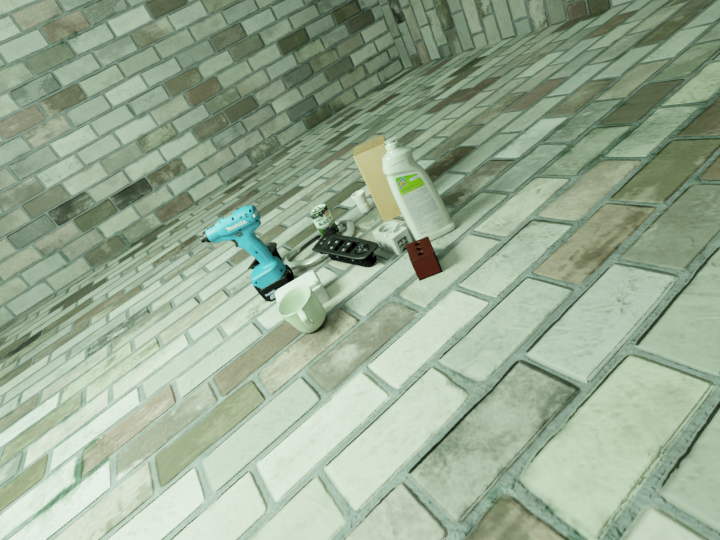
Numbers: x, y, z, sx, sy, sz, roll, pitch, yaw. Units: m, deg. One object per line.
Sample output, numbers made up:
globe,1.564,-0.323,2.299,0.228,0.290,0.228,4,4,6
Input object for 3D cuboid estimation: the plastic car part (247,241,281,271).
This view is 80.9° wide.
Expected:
plastic car part,-0.263,-0.024,1.228,0.068,0.068,0.117,-12,31,30

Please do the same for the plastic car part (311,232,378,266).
plastic car part,-0.033,-0.045,1.054,0.065,0.064,0.213,-43,31,-27

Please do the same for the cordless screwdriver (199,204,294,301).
cordless screwdriver,-0.283,-0.033,1.078,0.161,0.239,0.076,-25,25,8

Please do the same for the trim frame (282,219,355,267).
trim frame,-0.120,-0.079,1.230,0.246,0.026,0.194,-40,30,-19
